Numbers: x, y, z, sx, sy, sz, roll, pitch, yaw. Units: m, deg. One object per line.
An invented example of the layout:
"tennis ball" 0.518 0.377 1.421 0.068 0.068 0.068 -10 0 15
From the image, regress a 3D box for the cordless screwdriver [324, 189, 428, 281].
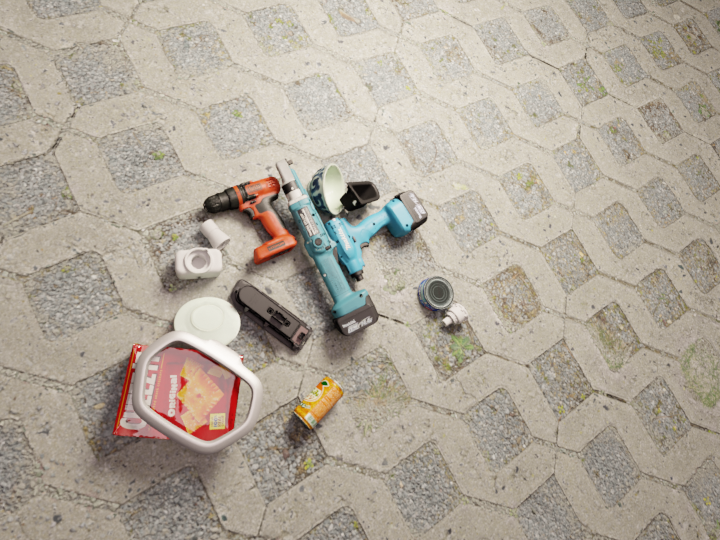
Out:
"cordless screwdriver" 0.049 -0.087 1.031 0.244 0.075 0.161 -25 84 -17

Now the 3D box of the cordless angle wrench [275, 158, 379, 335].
"cordless angle wrench" -0.094 -0.061 0.956 0.097 0.074 0.426 -26 86 -5

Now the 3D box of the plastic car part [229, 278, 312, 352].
"plastic car part" -0.195 0.095 0.914 0.203 0.067 0.066 37 75 -1

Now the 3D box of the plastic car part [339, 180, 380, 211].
"plastic car part" -0.007 -0.175 1.030 0.067 0.072 0.113 57 32 7

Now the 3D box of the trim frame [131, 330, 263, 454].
"trim frame" -0.300 0.221 0.784 0.248 0.027 0.184 32 70 -2
